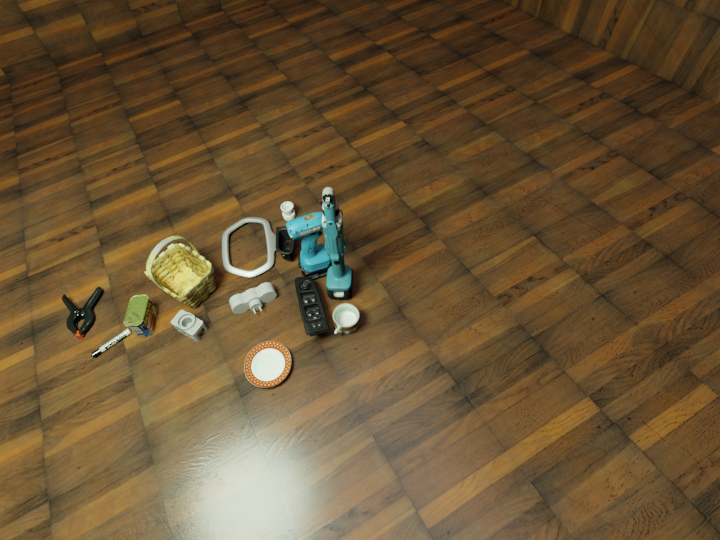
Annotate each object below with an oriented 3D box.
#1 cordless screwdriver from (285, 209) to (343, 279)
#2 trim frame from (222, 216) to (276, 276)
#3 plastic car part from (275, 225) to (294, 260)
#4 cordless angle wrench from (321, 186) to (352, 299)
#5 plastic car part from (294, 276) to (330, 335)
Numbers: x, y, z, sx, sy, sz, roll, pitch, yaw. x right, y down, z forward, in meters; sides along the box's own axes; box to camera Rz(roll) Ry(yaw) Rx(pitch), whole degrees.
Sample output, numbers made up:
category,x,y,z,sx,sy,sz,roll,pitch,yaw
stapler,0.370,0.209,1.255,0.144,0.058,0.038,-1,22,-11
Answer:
category,x,y,z,sx,sy,sz,roll,pitch,yaw
cordless screwdriver,-0.121,-0.079,1.238,0.157,0.240,0.078,-19,56,-10
trim frame,-0.368,-0.081,1.403,0.184,0.026,0.259,-13,54,-2
plastic car part,-0.237,-0.079,1.359,0.066,0.068,0.120,-4,54,2
cordless angle wrench,-0.067,-0.065,1.117,0.075,0.408,0.100,1,55,3
plastic car part,-0.142,0.104,1.216,0.066,0.064,0.212,-16,54,-6
